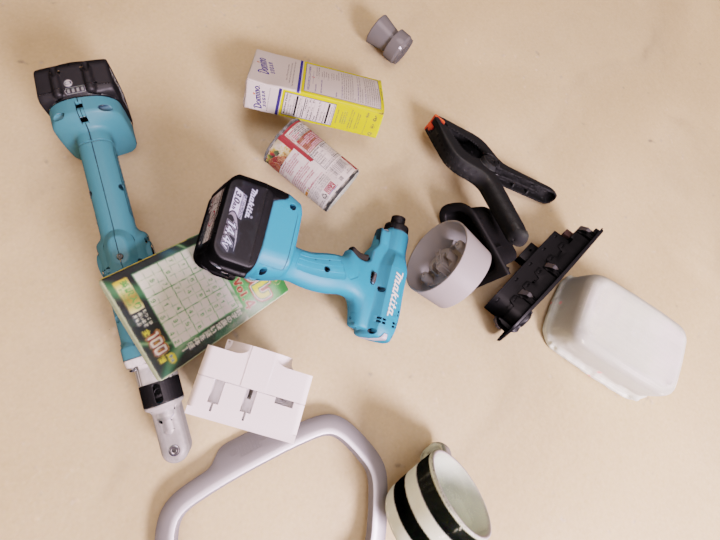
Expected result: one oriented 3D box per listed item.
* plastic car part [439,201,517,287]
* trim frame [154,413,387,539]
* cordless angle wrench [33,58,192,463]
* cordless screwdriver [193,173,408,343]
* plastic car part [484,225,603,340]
[{"bbox_3d":[0.164,-0.043,0.561,0.068,0.067,0.119,-11,73,-32],"label":"plastic car part"},{"bbox_3d":[-0.083,0.257,0.433,0.244,0.027,0.187,-24,81,-16],"label":"trim frame"},{"bbox_3d":[-0.246,-0.013,0.447,0.073,0.098,0.428,-17,81,-15],"label":"cordless angle wrench"},{"bbox_3d":[-0.046,-0.030,0.472,0.238,0.077,0.161,25,69,-27],"label":"cordless screwdriver"},{"bbox_3d":[0.232,0.006,0.555,0.068,0.065,0.201,41,70,9],"label":"plastic car part"}]
